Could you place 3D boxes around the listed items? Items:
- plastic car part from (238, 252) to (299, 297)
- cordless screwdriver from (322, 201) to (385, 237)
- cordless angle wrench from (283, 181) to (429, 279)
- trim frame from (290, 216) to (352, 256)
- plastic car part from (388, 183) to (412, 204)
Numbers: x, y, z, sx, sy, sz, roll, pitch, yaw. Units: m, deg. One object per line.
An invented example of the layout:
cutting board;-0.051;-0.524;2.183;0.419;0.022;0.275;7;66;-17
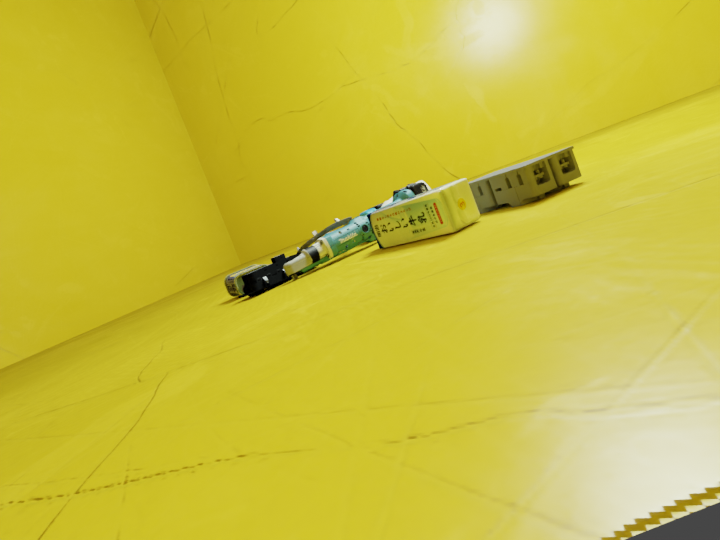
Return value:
plastic car part;-0.186;0.004;0.944;0.069;0.066;0.198;-5;20;46
cordless screwdriver;-0.020;-0.146;1.442;0.244;0.073;0.164;-29;10;-23
cordless angle wrench;0.000;-0.091;0.986;0.413;0.097;0.076;-30;5;-28
trim frame;-0.105;-0.069;1.072;0.182;0.028;0.249;-35;-3;-18
plastic car part;0.131;-0.198;1.143;0.113;0.069;0.069;-15;20;-23
